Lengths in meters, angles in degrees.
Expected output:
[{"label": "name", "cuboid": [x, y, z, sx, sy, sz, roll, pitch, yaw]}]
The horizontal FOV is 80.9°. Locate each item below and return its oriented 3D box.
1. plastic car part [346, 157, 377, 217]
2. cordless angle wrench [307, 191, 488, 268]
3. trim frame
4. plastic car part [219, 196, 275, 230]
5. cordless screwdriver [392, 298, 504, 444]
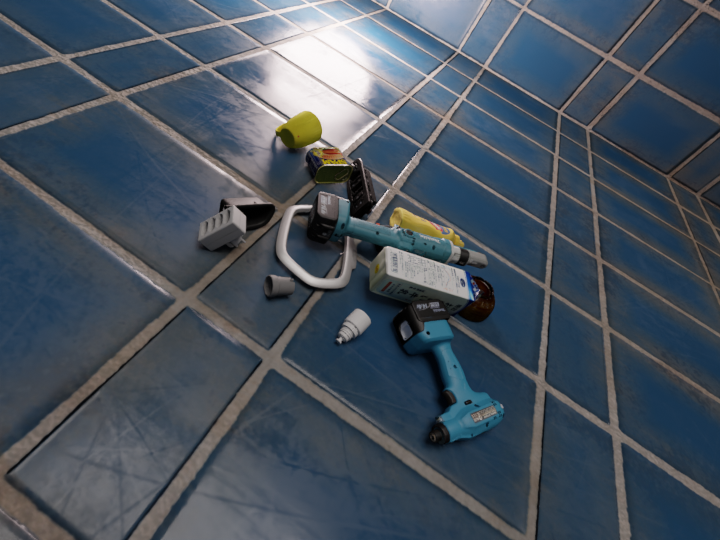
[{"label": "plastic car part", "cuboid": [0.005, -0.213, 1.083, 0.064, 0.067, 0.211, 17, 42, -30]}, {"label": "cordless angle wrench", "cuboid": [0.094, -0.067, 0.933, 0.414, 0.074, 0.101, 15, 44, -12]}, {"label": "trim frame", "cuboid": [-0.089, -0.058, 0.911, 0.180, 0.027, 0.255, 16, 42, -12]}, {"label": "plastic car part", "cuboid": [-0.244, -0.125, 0.873, 0.112, 0.065, 0.075, -17, 46, -43]}, {"label": "cordless screwdriver", "cuboid": [0.138, 0.179, 0.771, 0.153, 0.074, 0.259, -7, 57, -33]}]
